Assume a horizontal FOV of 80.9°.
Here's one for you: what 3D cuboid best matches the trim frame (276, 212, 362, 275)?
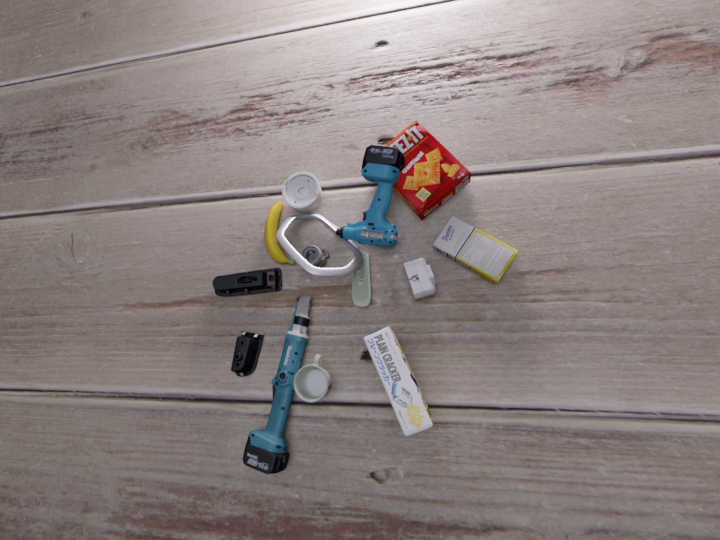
[{"bbox_3d":[-0.107,-0.070,1.099,0.179,0.027,0.261,-28,54,-31],"label":"trim frame"}]

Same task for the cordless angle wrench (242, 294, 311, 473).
[{"bbox_3d":[-0.185,0.267,1.055,0.102,0.071,0.427,6,73,24],"label":"cordless angle wrench"}]

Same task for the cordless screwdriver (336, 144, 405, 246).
[{"bbox_3d":[0.026,-0.189,1.076,0.165,0.071,0.249,7,89,23],"label":"cordless screwdriver"}]

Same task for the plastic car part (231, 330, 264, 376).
[{"bbox_3d":[-0.304,0.217,1.100,0.068,0.068,0.118,7,74,14],"label":"plastic car part"}]

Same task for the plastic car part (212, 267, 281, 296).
[{"bbox_3d":[-0.321,0.033,1.163,0.207,0.065,0.067,-7,81,15],"label":"plastic car part"}]
